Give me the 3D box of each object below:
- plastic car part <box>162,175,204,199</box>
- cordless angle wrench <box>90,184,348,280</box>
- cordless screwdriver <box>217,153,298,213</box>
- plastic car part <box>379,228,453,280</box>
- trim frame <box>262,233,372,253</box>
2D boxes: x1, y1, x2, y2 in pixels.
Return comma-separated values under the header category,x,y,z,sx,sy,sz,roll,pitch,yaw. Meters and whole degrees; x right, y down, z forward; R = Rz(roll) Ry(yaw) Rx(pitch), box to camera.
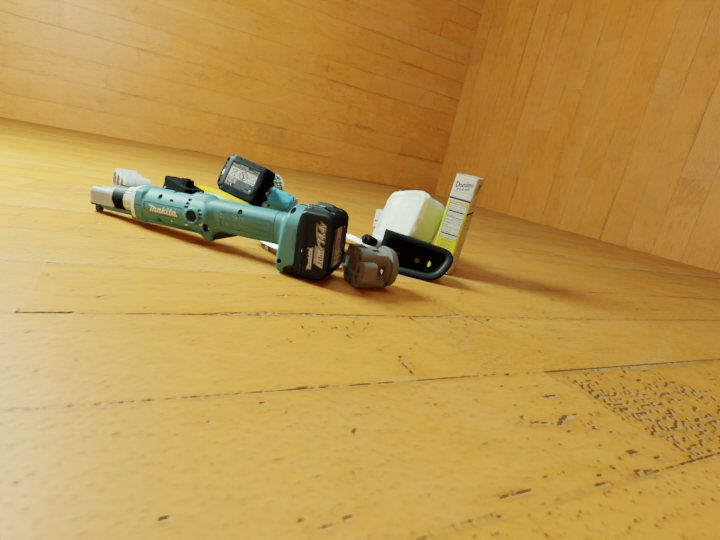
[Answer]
category,x,y,z,sx,sy,sz,roll,pitch,yaw
plastic car part,-0.360,-0.154,0.851,0.063,0.066,0.215,-8,21,-38
cordless angle wrench,-0.231,-0.081,0.621,0.436,0.097,0.073,13,16,17
cordless screwdriver,-0.233,-0.180,0.902,0.162,0.074,0.245,25,1,6
plastic car part,0.089,-0.020,0.709,0.118,0.066,0.070,17,0,7
trim frame,-0.072,-0.047,0.735,0.193,0.027,0.240,20,19,26
